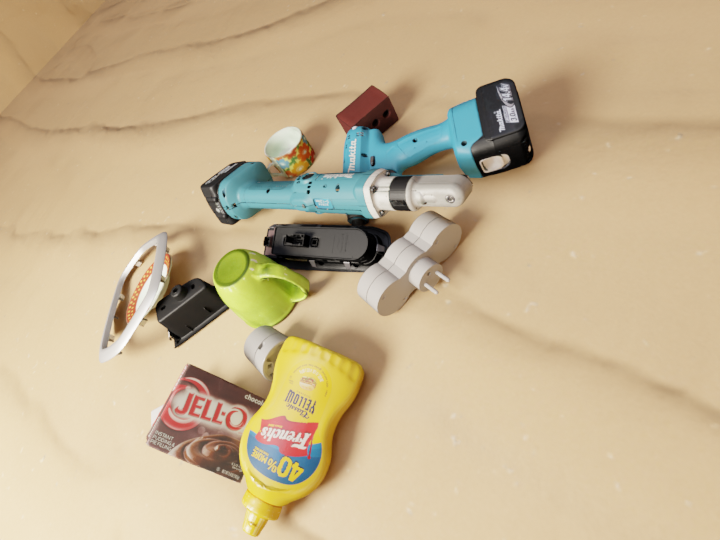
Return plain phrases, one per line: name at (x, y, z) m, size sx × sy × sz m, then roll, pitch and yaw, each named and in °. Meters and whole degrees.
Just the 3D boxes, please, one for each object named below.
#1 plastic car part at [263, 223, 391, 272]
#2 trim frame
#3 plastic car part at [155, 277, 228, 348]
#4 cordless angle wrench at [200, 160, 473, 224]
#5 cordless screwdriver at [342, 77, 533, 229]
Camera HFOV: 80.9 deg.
plastic car part at (-0.056, -0.036, 0.570) m, size 0.212 × 0.063 × 0.067 m, roll 5°, pitch 75°, yaw 28°
trim frame at (-0.372, 0.036, 0.697) m, size 0.186 × 0.026 × 0.260 m, roll -42°, pitch 40°, yaw 17°
plastic car part at (-0.256, 0.049, 0.628) m, size 0.117 × 0.067 × 0.069 m, roll -37°, pitch 50°, yaw 7°
cordless angle wrench at (-0.060, -0.105, 0.571) m, size 0.446 × 0.071 × 0.097 m, roll 9°, pitch 45°, yaw 40°
cordless screwdriver at (0.087, -0.142, 0.558) m, size 0.258 × 0.070 × 0.162 m, roll -8°, pitch 66°, yaw 29°
